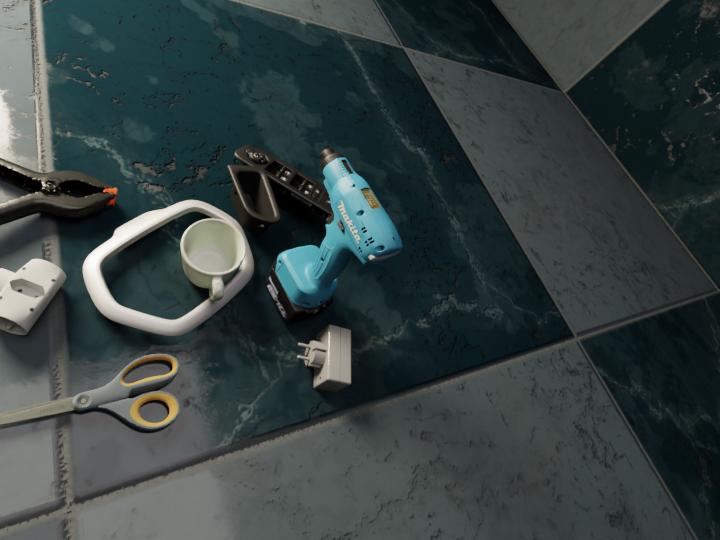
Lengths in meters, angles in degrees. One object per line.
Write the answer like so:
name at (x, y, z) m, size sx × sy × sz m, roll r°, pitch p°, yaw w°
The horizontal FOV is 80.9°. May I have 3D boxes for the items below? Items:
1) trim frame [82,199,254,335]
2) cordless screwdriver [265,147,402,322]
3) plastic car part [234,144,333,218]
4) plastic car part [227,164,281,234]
trim frame at (-0.260, -0.014, 0.601) m, size 0.185 × 0.028 × 0.246 m, roll 41°, pitch 47°, yaw 0°
cordless screwdriver at (-0.058, -0.038, 0.590) m, size 0.071 × 0.251 × 0.164 m, roll -13°, pitch 69°, yaw -40°
plastic car part at (-0.133, -0.153, 0.751) m, size 0.200 × 0.067 × 0.067 m, roll 33°, pitch 47°, yaw -8°
plastic car part at (-0.179, -0.106, 0.687) m, size 0.063 × 0.071 × 0.120 m, roll -5°, pitch 63°, yaw -36°
